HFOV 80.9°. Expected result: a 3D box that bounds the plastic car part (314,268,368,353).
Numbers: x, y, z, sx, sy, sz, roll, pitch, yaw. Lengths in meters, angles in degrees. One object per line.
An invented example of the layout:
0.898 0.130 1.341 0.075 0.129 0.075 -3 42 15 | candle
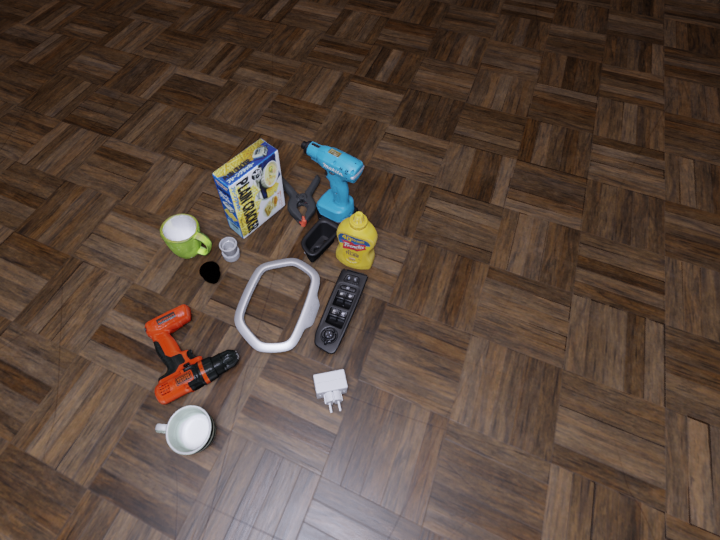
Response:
-0.047 0.097 0.965 0.068 0.065 0.204 18 60 9 | plastic car part

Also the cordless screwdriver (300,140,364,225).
-0.076 -0.209 1.055 0.165 0.242 0.074 32 62 16 | cordless screwdriver

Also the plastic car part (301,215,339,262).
-0.104 -0.068 1.068 0.068 0.069 0.116 31 63 16 | plastic car part

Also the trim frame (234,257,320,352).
-0.192 0.076 1.003 0.187 0.027 0.251 13 59 9 | trim frame
